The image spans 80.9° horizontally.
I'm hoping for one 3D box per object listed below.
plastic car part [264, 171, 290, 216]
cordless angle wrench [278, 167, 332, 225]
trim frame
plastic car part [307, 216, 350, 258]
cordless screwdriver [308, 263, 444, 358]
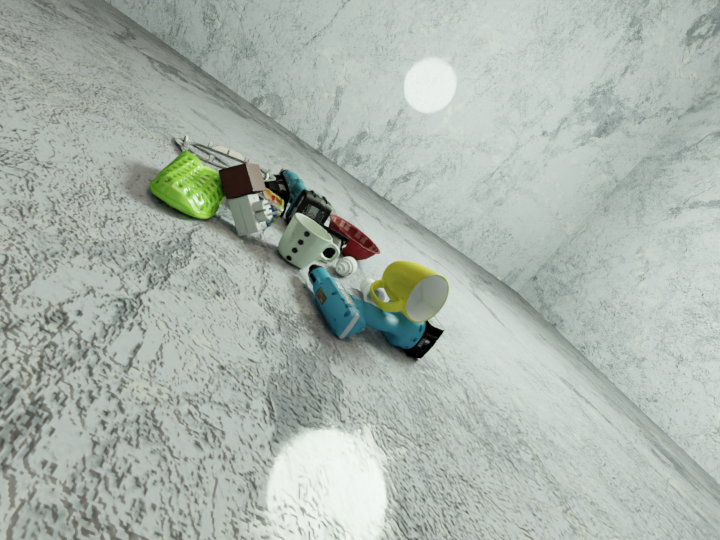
[{"bbox_3d":[-0.216,-0.202,1.064,0.066,0.065,0.210,5,25,-14],"label":"plastic car part"},{"bbox_3d":[-0.175,-0.213,1.128,0.071,0.098,0.442,26,15,-28],"label":"cordless angle wrench"},{"bbox_3d":[-0.317,-0.267,1.009,0.241,0.027,0.191,17,19,-19],"label":"trim frame"},{"bbox_3d":[-0.090,-0.059,0.917,0.113,0.066,0.073,29,31,-16],"label":"plastic car part"},{"bbox_3d":[0.021,0.066,0.748,0.236,0.074,0.168,20,22,-36],"label":"cordless screwdriver"}]
